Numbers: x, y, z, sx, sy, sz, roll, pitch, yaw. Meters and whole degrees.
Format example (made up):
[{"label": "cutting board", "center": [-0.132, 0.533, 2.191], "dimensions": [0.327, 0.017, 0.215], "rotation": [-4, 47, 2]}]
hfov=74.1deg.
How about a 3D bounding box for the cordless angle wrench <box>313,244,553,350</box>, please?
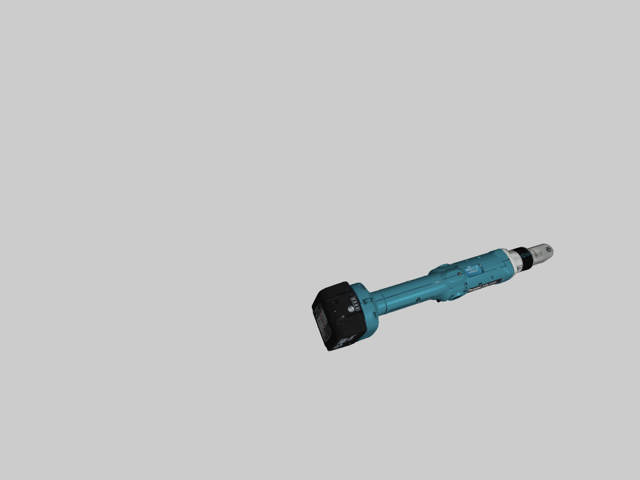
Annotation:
[{"label": "cordless angle wrench", "center": [0.198, 0.067, 0.662], "dimensions": [0.422, 0.074, 0.098], "rotation": [-14, -23, -18]}]
